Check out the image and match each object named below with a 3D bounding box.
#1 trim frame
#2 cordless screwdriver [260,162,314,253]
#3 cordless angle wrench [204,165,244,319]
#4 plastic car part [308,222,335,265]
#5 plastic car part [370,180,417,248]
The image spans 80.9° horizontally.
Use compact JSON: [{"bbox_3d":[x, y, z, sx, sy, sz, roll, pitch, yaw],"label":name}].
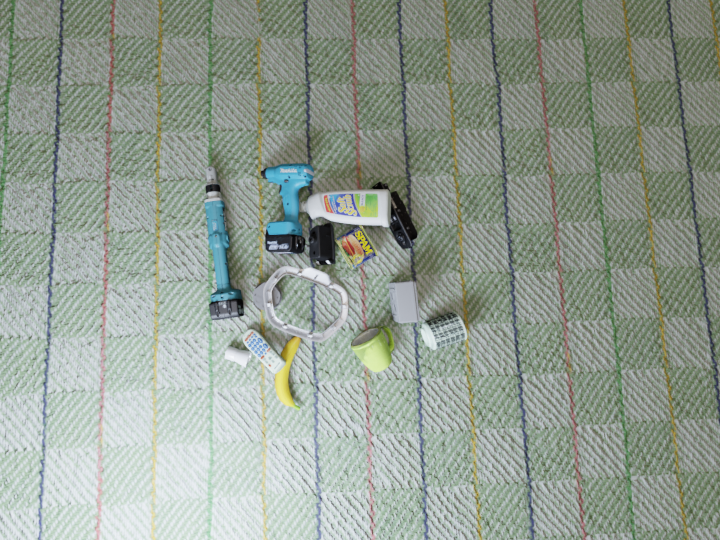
[{"bbox_3d":[-0.143,0.087,1.136,0.242,0.028,0.185,23,77,-15],"label":"trim frame"},{"bbox_3d":[-0.217,-0.170,1.159,0.166,0.071,0.249,4,86,26],"label":"cordless screwdriver"},{"bbox_3d":[-0.383,-0.082,1.144,0.074,0.097,0.428,-9,81,-3],"label":"cordless angle wrench"},{"bbox_3d":[-0.113,-0.074,1.152,0.069,0.067,0.117,-7,84,36],"label":"plastic car part"},{"bbox_3d":[0.101,-0.156,1.191,0.065,0.068,0.205,-19,83,-32],"label":"plastic car part"}]
